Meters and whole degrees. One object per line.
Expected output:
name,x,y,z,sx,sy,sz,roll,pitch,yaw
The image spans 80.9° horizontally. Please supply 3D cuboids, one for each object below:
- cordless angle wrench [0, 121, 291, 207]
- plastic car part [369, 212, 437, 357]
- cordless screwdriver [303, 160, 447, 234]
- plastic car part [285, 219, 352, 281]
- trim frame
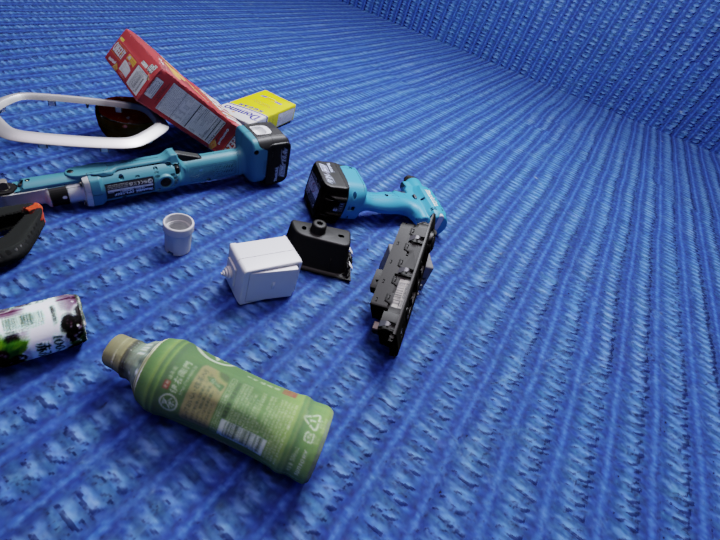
cordless angle wrench,-0.308,-0.153,0.654,0.410,0.096,0.078,-21,54,-32
plastic car part,0.055,0.008,0.563,0.070,0.063,0.204,12,58,26
cordless screwdriver,0.024,-0.142,0.767,0.241,0.073,0.166,6,40,-20
plastic car part,-0.060,-0.039,0.616,0.115,0.070,0.068,15,38,-9
trim frame,-0.420,-0.226,0.635,0.241,0.027,0.193,-5,42,-22
